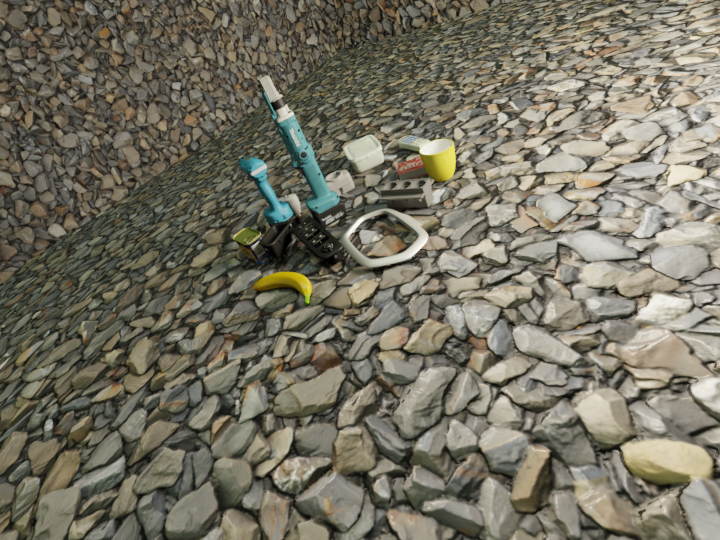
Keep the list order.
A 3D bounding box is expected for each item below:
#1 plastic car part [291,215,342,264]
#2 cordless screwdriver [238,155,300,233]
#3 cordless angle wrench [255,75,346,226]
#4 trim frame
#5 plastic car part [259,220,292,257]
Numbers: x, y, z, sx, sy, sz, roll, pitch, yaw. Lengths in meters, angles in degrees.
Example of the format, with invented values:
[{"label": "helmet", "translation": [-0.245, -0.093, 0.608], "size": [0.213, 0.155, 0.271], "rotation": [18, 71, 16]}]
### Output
[{"label": "plastic car part", "translation": [-0.104, -0.068, 1.068], "size": [0.066, 0.064, 0.214], "rotation": [-34, 34, -12]}, {"label": "cordless screwdriver", "translation": [-0.273, -0.220, 1.230], "size": [0.073, 0.238, 0.168], "rotation": [-34, 33, -14]}, {"label": "cordless angle wrench", "translation": [-0.158, -0.310, 1.120], "size": [0.098, 0.405, 0.078], "rotation": [-28, 31, -4]}, {"label": "trim frame", "translation": [0.053, -0.082, 1.011], "size": [0.183, 0.026, 0.261], "rotation": [-32, 34, -8]}, {"label": "plastic car part", "translation": [-0.225, -0.077, 1.159], "size": [0.068, 0.068, 0.117], "rotation": [-7, 38, 27]}]
